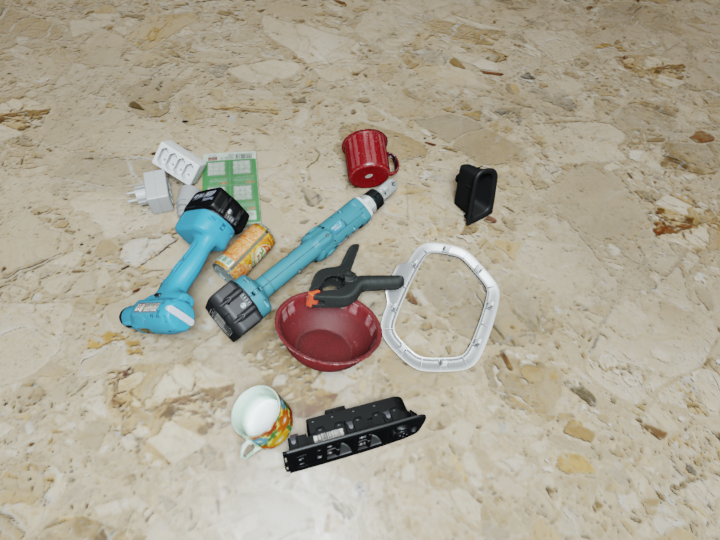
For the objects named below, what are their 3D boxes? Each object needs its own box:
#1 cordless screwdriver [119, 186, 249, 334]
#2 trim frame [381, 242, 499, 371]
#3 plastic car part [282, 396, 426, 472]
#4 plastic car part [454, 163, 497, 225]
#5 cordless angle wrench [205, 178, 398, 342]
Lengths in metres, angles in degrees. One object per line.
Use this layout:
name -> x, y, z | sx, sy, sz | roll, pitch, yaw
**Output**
cordless screwdriver -> -0.288, -0.014, 0.681 | 0.166, 0.070, 0.252 | -7, 52, 34
trim frame -> 0.135, 0.054, 0.718 | 0.188, 0.027, 0.249 | 25, 63, 11
plastic car part -> -0.010, 0.225, 0.595 | 0.201, 0.064, 0.070 | -9, 37, -8
plastic car part -> 0.211, -0.157, 0.803 | 0.065, 0.112, 0.075 | -26, 44, -20
cordless angle wrench -> -0.071, -0.046, 0.727 | 0.074, 0.099, 0.417 | 49, 62, -1
